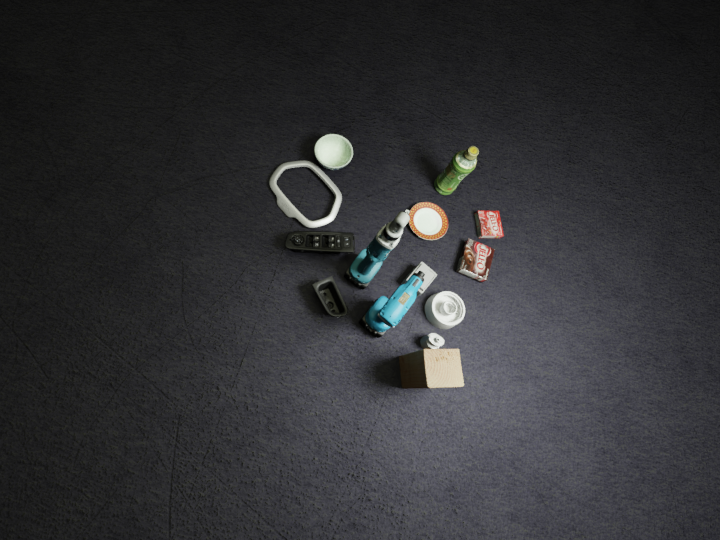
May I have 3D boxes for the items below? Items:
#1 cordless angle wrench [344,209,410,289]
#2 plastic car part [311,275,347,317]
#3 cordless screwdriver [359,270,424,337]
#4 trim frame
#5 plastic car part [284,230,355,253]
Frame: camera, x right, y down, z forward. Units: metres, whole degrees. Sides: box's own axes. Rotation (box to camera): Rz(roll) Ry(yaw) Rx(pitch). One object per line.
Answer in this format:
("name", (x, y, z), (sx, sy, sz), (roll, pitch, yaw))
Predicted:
("cordless angle wrench", (0.044, -0.050, 1.067), (0.075, 0.421, 0.098), (37, 70, 0))
("plastic car part", (-0.086, 0.085, 1.190), (0.065, 0.070, 0.119), (-23, 76, -16))
("cordless screwdriver", (0.085, 0.090, 1.115), (0.075, 0.248, 0.158), (39, 70, 1))
("trim frame", (-0.171, -0.242, 1.317), (0.182, 0.027, 0.253), (-39, 80, -18))
("plastic car part", (-0.122, -0.080, 1.245), (0.201, 0.066, 0.067), (4, 72, -6))
